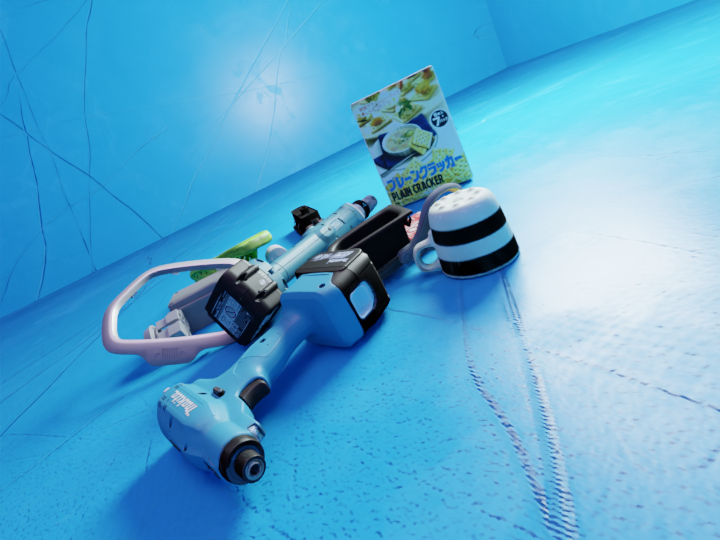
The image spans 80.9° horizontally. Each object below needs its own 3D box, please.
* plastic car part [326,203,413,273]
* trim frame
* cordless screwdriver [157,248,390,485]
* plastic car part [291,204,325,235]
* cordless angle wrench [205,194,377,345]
[{"bbox_3d":[0.018,-0.025,0.541,0.116,0.069,0.068,-36,21,-6],"label":"plastic car part"},{"bbox_3d":[-0.262,0.054,0.627,0.250,0.026,0.190,-6,45,3],"label":"trim frame"},{"bbox_3d":[-0.063,0.076,0.398,0.167,0.072,0.245,0,35,50],"label":"cordless screwdriver"},{"bbox_3d":[-0.123,-0.116,0.970,0.066,0.065,0.210,-35,18,-9],"label":"plastic car part"},{"bbox_3d":[-0.066,-0.043,0.671,0.098,0.075,0.417,-53,-4,39],"label":"cordless angle wrench"}]
